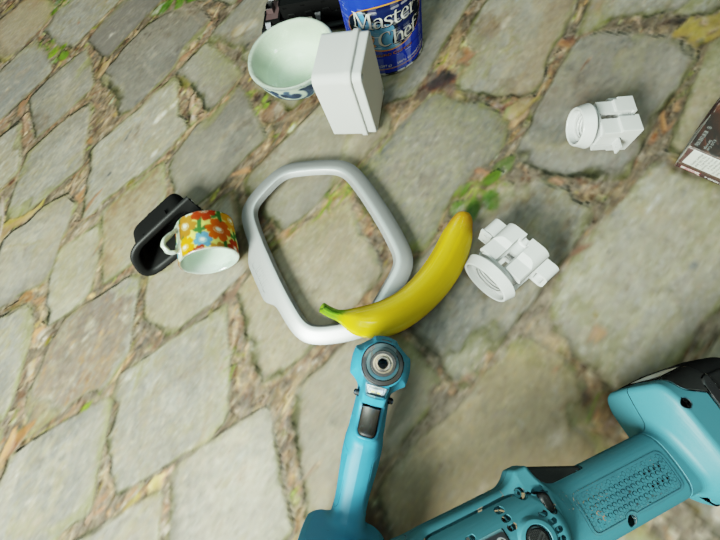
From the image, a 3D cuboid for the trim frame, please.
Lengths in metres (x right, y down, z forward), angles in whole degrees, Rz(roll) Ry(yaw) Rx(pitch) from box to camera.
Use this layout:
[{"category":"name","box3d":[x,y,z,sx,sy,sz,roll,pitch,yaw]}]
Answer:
[{"category":"trim frame","box3d":[-0.050,-0.032,0.508,0.184,0.026,0.258,-30,67,1]}]

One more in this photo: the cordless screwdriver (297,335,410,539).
[{"category":"cordless screwdriver","box3d":[-0.005,0.178,0.346,0.075,0.155,0.251,12,75,5]}]

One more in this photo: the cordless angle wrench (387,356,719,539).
[{"category":"cordless angle wrench","box3d":[0.108,0.177,0.288,0.416,0.073,0.101,-18,67,-14]}]

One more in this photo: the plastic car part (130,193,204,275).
[{"category":"plastic car part","box3d":[-0.259,-0.057,0.559,0.117,0.062,0.075,-38,52,2]}]

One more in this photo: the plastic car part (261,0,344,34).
[{"category":"plastic car part","box3d":[-0.056,-0.404,0.631,0.207,0.064,0.068,0,64,12]}]
